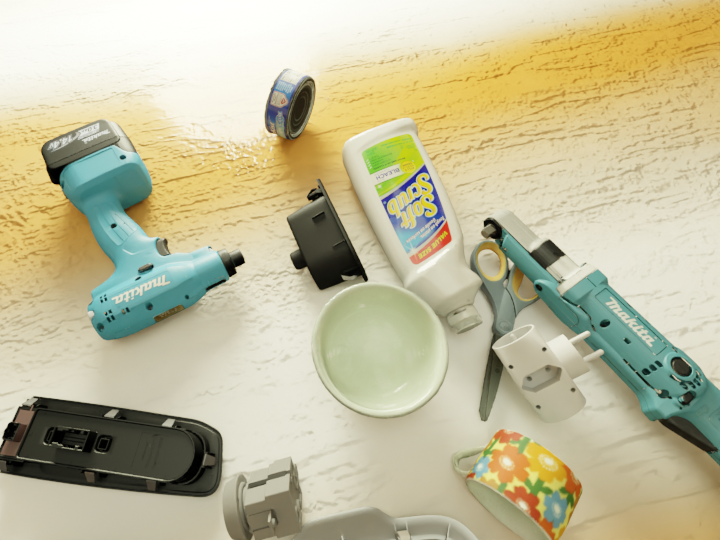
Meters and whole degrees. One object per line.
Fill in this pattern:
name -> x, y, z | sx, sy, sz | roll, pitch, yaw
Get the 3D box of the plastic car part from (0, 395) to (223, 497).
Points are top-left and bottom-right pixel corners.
plastic car part -> -0.219, 0.150, 0.368 | 0.203, 0.065, 0.068 | 8, 55, 1

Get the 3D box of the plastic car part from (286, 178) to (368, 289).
plastic car part -> -0.046, -0.030, 0.472 | 0.071, 0.063, 0.121 | -23, 67, 3

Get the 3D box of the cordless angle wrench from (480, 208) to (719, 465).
cordless angle wrench -> 0.272, 0.097, 0.384 | 0.096, 0.072, 0.440 | -30, 65, -17

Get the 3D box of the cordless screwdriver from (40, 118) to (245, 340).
cordless screwdriver -> -0.248, -0.062, 0.479 | 0.157, 0.073, 0.258 | -27, 68, -15

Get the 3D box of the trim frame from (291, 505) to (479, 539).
trim frame -> 0.003, 0.284, 0.311 | 0.247, 0.027, 0.191 | -11, 61, -4
